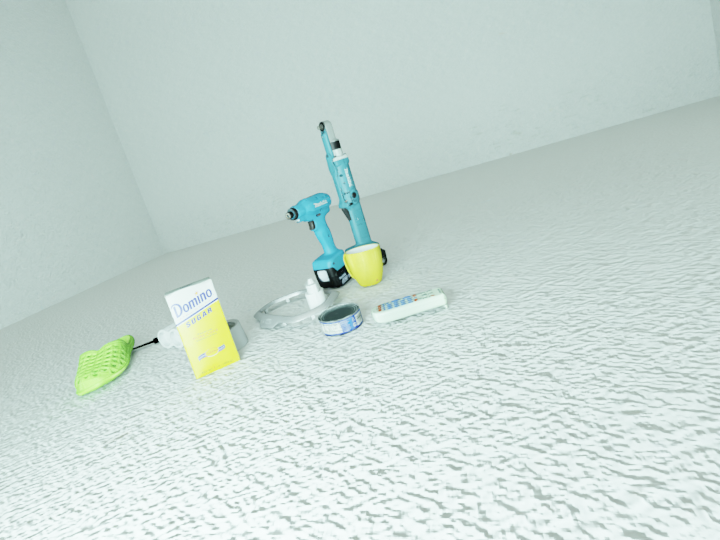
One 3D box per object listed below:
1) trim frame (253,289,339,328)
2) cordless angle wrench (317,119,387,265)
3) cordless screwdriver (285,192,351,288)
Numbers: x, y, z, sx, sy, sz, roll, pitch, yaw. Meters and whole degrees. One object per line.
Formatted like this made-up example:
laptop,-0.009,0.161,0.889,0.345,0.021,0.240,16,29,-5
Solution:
trim frame,-0.158,0.088,1.019,0.179,0.027,0.260,-29,19,-37
cordless angle wrench,-0.034,-0.201,1.156,0.095,0.416,0.078,-24,12,-32
cordless screwdriver,-0.108,-0.071,1.109,0.077,0.245,0.155,-9,14,38
